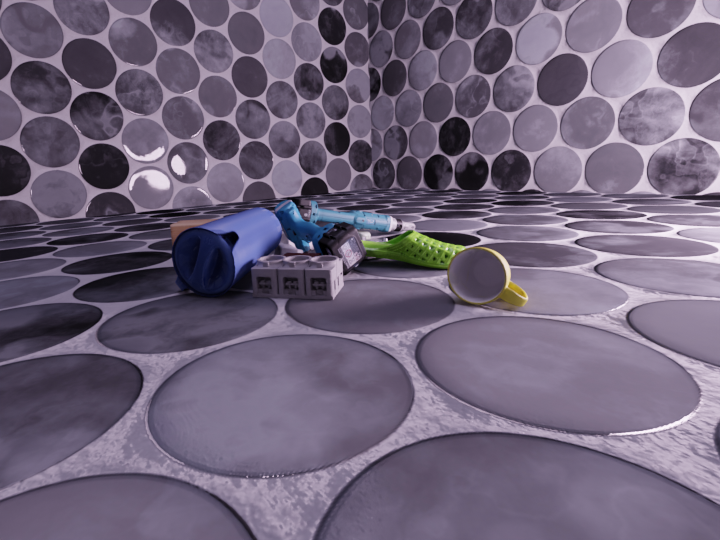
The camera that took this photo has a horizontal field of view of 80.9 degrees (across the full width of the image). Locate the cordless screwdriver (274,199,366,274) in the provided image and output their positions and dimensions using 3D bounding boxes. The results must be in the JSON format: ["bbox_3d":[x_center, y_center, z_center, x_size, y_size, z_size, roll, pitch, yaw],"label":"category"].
[{"bbox_3d":[-0.094,-0.061,0.959,0.073,0.152,0.263,-39,41,-21],"label":"cordless screwdriver"}]

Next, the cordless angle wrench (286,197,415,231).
[{"bbox_3d":[-0.013,-0.150,1.244,0.406,0.074,0.102,4,8,-27],"label":"cordless angle wrench"}]

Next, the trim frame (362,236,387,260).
[{"bbox_3d":[0.002,-0.057,1.089,0.191,0.027,0.244,1,17,21],"label":"trim frame"}]
